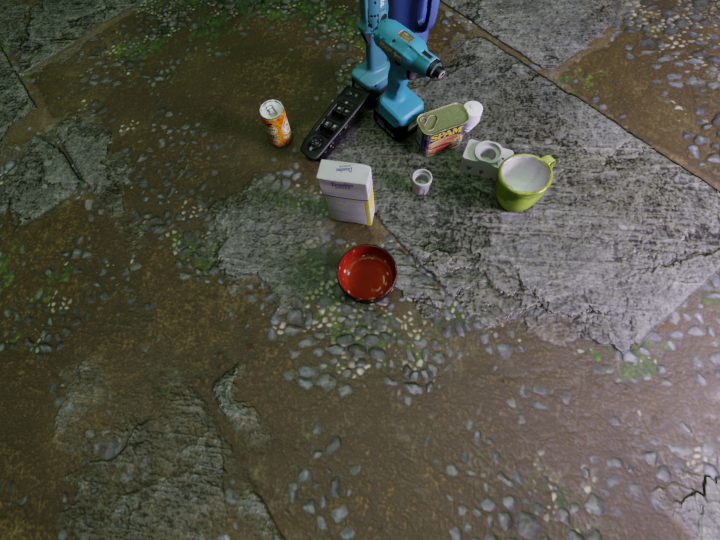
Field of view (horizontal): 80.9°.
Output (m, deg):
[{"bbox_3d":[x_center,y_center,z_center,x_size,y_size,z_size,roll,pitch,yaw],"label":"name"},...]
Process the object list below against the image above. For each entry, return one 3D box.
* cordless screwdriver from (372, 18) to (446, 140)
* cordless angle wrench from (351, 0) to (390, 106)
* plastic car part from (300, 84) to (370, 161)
[{"bbox_3d":[0.094,-0.359,0.845,0.074,0.241,0.165,-38,71,-10],"label":"cordless screwdriver"},{"bbox_3d":[0.025,-0.500,0.822,0.097,0.410,0.077,-40,72,-11],"label":"cordless angle wrench"},{"bbox_3d":[-0.060,-0.321,0.947,0.069,0.065,0.202,33,76,17],"label":"plastic car part"}]
